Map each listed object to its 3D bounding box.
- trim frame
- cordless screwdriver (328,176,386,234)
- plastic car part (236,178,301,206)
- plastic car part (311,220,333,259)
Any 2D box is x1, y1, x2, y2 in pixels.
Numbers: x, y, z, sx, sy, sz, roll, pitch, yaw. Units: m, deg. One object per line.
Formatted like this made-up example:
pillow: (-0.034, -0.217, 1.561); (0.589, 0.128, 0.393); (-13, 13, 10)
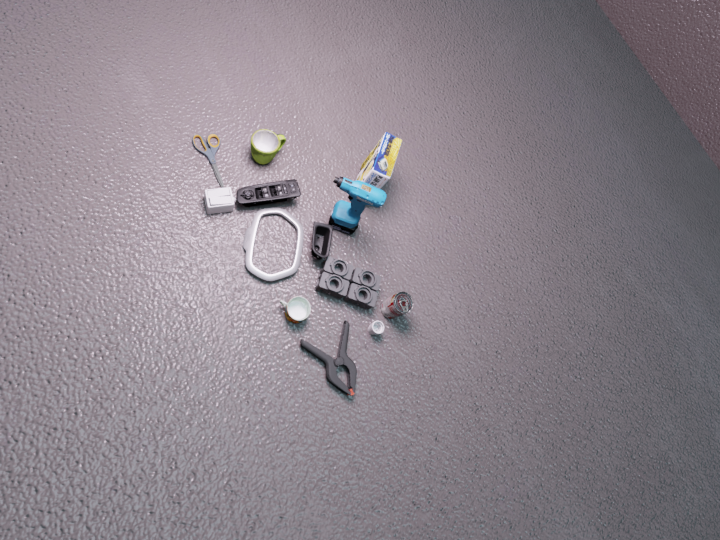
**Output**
trim frame: (-0.270, -0.085, 1.316); (0.180, 0.028, 0.253); (10, 68, -13)
cordless screwdriver: (-0.040, -0.205, 1.308); (0.156, 0.251, 0.075); (23, 67, -13)
plastic car part: (-0.296, -0.242, 1.343); (0.197, 0.067, 0.068); (-11, 76, -21)
plastic car part: (-0.131, -0.085, 1.335); (0.064, 0.071, 0.118); (12, 68, -16)
